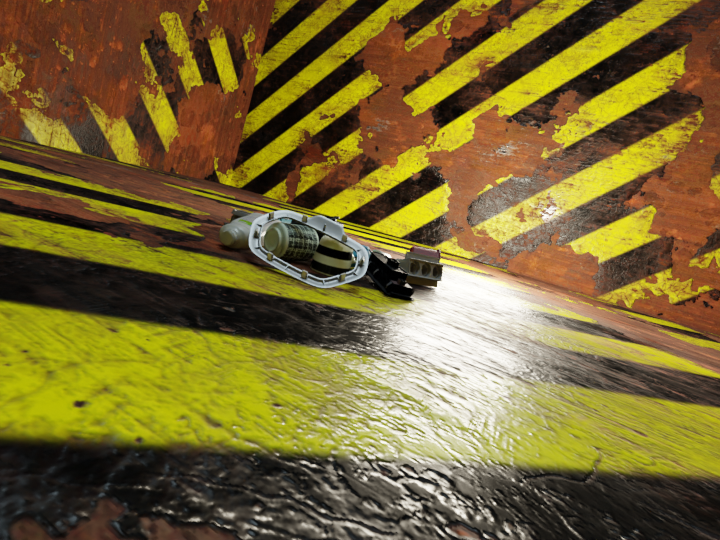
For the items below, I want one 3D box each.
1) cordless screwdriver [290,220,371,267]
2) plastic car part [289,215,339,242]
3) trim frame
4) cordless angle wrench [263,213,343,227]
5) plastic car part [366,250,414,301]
[{"bbox_3d":[-0.107,-0.070,1.089,0.152,0.073,0.263,-4,23,-39],"label":"cordless screwdriver"},{"bbox_3d":[-0.098,-0.088,0.982,0.123,0.069,0.064,7,22,42],"label":"plastic car part"},{"bbox_3d":[-0.102,-0.051,0.824,0.257,0.027,0.182,25,41,16],"label":"trim frame"},{"bbox_3d":[-0.224,-0.142,1.349,0.104,0.074,0.402,22,13,39],"label":"cordless angle wrench"},{"bbox_3d":[0.054,0.002,0.928,0.064,0.066,0.210,6,13,-19],"label":"plastic car part"}]
